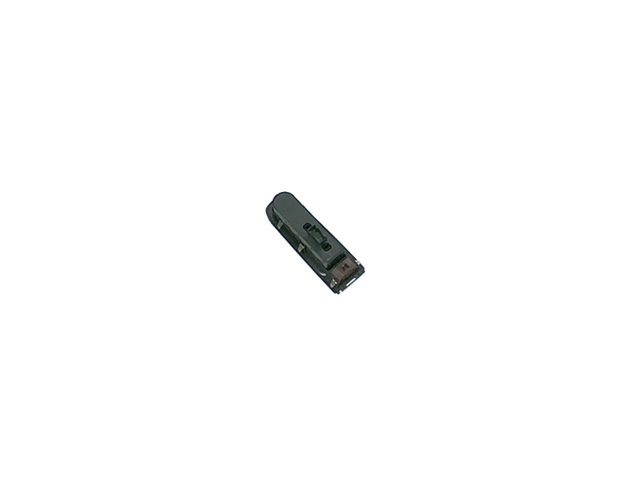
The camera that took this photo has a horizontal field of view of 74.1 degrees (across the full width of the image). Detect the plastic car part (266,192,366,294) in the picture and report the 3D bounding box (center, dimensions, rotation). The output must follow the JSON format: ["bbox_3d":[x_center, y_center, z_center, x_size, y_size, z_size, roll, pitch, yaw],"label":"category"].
[{"bbox_3d":[-0.017,-0.008,0.691,0.066,0.203,0.067,-42,-21,-8],"label":"plastic car part"}]
